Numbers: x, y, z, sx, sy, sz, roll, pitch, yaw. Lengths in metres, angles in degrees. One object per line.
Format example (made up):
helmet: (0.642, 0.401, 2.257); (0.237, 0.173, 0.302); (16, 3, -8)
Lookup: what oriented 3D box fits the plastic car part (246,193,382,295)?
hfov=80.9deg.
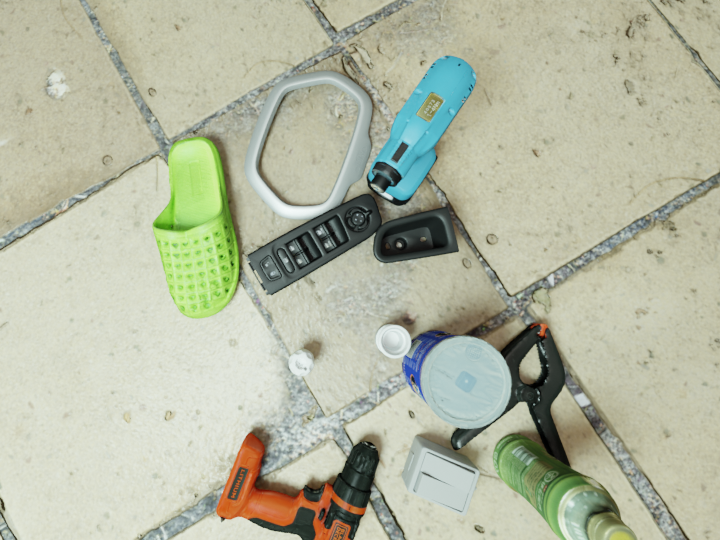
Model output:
plastic car part: (-0.060, -0.039, 0.617); (0.202, 0.066, 0.067); (-31, 85, -4)

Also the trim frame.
trim frame: (-0.078, -0.198, 0.661); (0.186, 0.027, 0.249); (17, 82, 4)

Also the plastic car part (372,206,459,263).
plastic car part: (0.070, -0.043, 0.612); (0.116, 0.070, 0.067); (-12, 84, -2)

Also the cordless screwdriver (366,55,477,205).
cordless screwdriver: (0.053, -0.140, 0.538); (0.075, 0.247, 0.159); (34, 83, 0)
